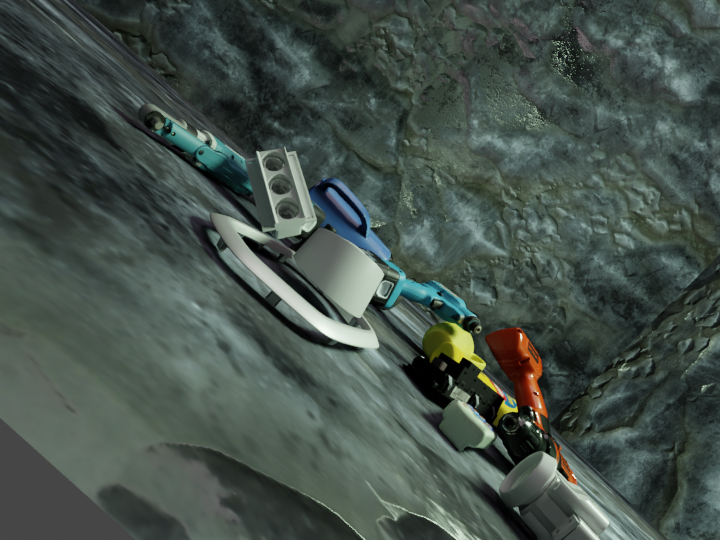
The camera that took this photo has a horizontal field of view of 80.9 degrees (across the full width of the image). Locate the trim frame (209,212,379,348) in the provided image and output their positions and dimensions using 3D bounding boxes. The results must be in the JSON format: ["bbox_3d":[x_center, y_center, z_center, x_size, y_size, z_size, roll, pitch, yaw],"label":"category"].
[{"bbox_3d":[-0.062,0.014,0.435,0.192,0.027,0.237,44,6,24],"label":"trim frame"}]

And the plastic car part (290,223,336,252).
[{"bbox_3d":[-0.068,-0.045,0.698,0.066,0.071,0.116,41,1,-1],"label":"plastic car part"}]

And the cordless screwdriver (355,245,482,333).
[{"bbox_3d":[0.094,0.044,0.763,0.237,0.074,0.167,19,13,-29],"label":"cordless screwdriver"}]

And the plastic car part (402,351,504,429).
[{"bbox_3d":[0.139,0.159,0.571,0.070,0.067,0.192,17,-22,50],"label":"plastic car part"}]

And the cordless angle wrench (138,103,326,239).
[{"bbox_3d":[-0.195,-0.156,0.709,0.103,0.074,0.402,45,7,27],"label":"cordless angle wrench"}]
